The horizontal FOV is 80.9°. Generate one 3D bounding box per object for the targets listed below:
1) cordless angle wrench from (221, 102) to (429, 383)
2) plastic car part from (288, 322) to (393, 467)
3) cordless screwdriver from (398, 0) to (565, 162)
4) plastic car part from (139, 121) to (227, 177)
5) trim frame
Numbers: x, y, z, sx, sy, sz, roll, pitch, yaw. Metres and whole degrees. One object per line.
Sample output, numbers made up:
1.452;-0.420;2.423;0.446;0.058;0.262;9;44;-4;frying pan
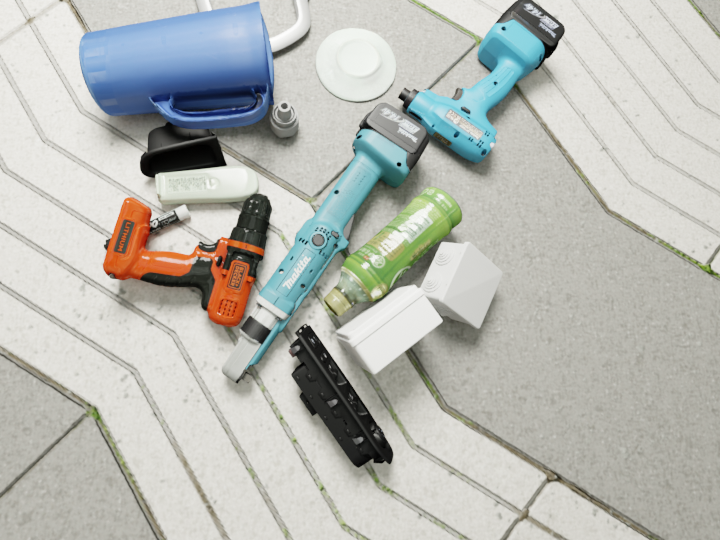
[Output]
-0.057;-0.037;0.579;0.098;0.074;0.423;34;80;0;cordless angle wrench
-0.033;0.169;0.542;0.067;0.066;0.205;-40;85;-2;plastic car part
0.182;-0.303;0.650;0.160;0.074;0.248;35;82;2;cordless screwdriver
-0.256;-0.181;0.599;0.116;0.064;0.073;-10;67;-5;plastic car part
-0.173;-0.454;0.674;0.182;0.027;0.253;-17;79;-7;trim frame
